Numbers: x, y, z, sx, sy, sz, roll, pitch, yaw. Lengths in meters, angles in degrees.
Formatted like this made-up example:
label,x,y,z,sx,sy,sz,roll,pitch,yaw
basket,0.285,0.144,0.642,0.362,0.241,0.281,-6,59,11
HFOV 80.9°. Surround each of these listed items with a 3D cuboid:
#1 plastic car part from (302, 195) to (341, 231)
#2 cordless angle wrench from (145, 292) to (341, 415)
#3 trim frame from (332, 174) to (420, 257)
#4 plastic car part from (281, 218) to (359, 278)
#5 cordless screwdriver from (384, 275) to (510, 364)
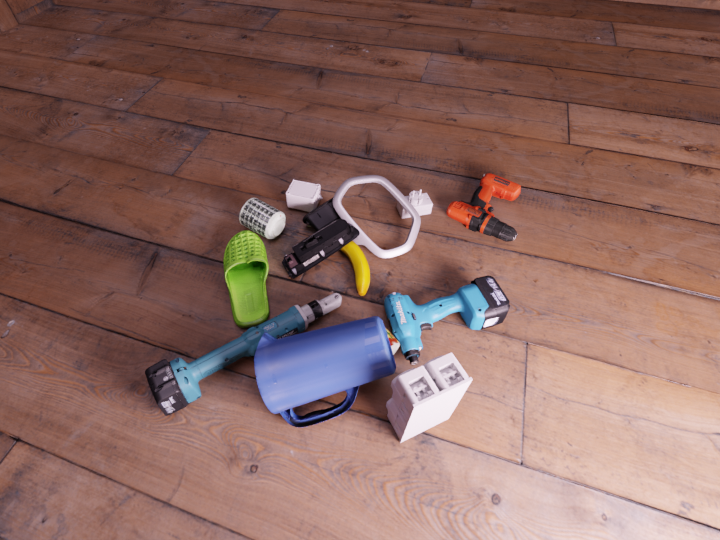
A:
label,x,y,z,sx,sy,sz,roll,pitch,yaw
plastic car part,-0.088,-0.136,1.114,0.115,0.065,0.073,-38,75,-22
cordless angle wrench,-0.215,0.146,0.871,0.414,0.095,0.078,-27,60,-23
trim frame,0.040,-0.143,1.086,0.182,0.027,0.254,-38,77,-14
plastic car part,-0.100,-0.066,1.027,0.201,0.064,0.070,-30,48,-7
cordless screwdriver,0.188,0.104,0.899,0.248,0.071,0.166,-12,52,-3
